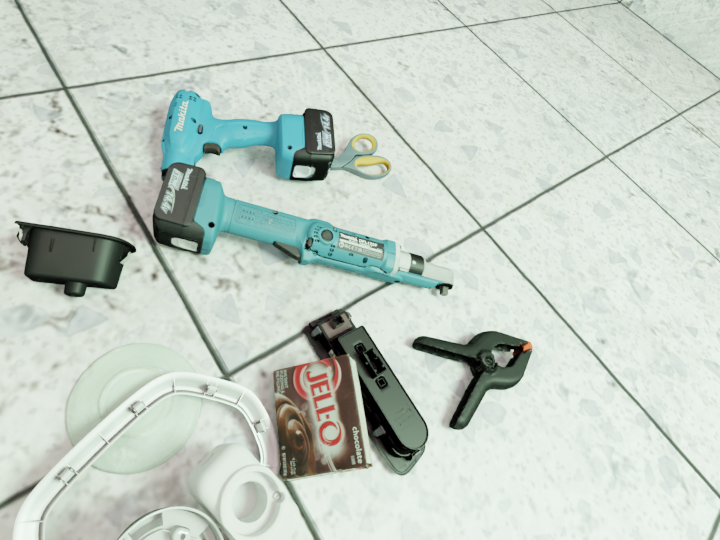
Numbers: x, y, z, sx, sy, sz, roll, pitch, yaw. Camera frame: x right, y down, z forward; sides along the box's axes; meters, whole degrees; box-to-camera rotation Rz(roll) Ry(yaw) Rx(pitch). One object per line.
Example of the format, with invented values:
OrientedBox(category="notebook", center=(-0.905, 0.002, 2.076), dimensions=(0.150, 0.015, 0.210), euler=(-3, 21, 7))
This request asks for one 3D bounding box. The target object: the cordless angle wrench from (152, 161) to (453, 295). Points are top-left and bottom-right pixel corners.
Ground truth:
OrientedBox(category="cordless angle wrench", center=(-0.057, -0.037, 0.579), dimensions=(0.412, 0.075, 0.100), euler=(14, 66, -15))

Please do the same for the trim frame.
OrientedBox(category="trim frame", center=(-0.180, 0.210, 0.388), dimensions=(0.184, 0.028, 0.245), euler=(45, 53, -2))

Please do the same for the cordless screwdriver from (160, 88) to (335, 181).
OrientedBox(category="cordless screwdriver", center=(-0.165, -0.178, 0.627), dimensions=(0.245, 0.074, 0.163), euler=(5, 67, -9))

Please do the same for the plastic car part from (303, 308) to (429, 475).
OrientedBox(category="plastic car part", center=(0.016, 0.133, 0.502), dimensions=(0.064, 0.067, 0.209), euler=(-19, 69, -38))

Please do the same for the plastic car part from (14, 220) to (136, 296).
OrientedBox(category="plastic car part", center=(-0.323, -0.007, 0.477), dimensions=(0.113, 0.067, 0.072), euler=(12, 71, -17))
